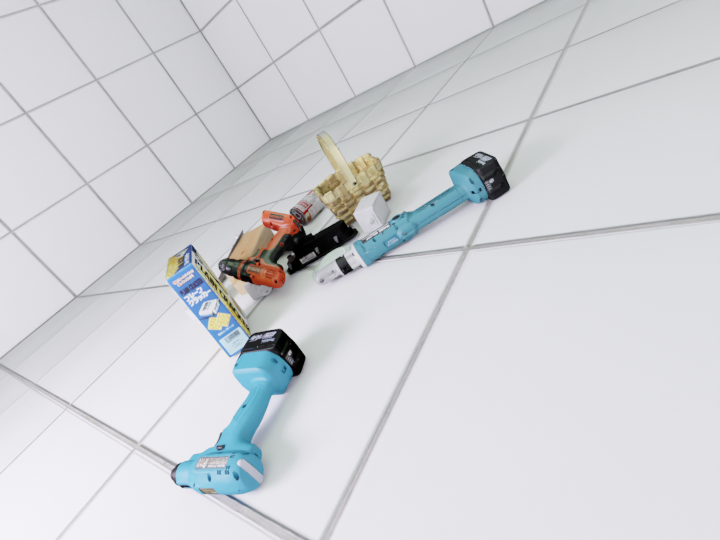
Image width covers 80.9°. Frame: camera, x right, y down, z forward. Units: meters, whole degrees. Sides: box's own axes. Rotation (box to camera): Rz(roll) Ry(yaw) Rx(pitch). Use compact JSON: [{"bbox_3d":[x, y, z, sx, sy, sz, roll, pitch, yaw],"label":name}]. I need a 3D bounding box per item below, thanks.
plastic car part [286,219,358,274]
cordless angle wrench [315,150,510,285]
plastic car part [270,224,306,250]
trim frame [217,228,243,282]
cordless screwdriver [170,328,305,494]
[{"bbox_3d":[-0.102,-0.067,1.045,0.205,0.066,0.067,-25,14,12],"label":"plastic car part"},{"bbox_3d":[0.086,-0.088,0.857,0.426,0.071,0.101,-32,25,8],"label":"cordless angle wrench"},{"bbox_3d":[-0.196,-0.090,1.196,0.074,0.063,0.116,3,44,32],"label":"plastic car part"},{"bbox_3d":[-0.400,-0.024,1.264,0.183,0.027,0.255,-60,16,28],"label":"trim frame"},{"bbox_3d":[-0.186,0.213,0.653,0.164,0.071,0.252,-19,33,28],"label":"cordless screwdriver"}]
